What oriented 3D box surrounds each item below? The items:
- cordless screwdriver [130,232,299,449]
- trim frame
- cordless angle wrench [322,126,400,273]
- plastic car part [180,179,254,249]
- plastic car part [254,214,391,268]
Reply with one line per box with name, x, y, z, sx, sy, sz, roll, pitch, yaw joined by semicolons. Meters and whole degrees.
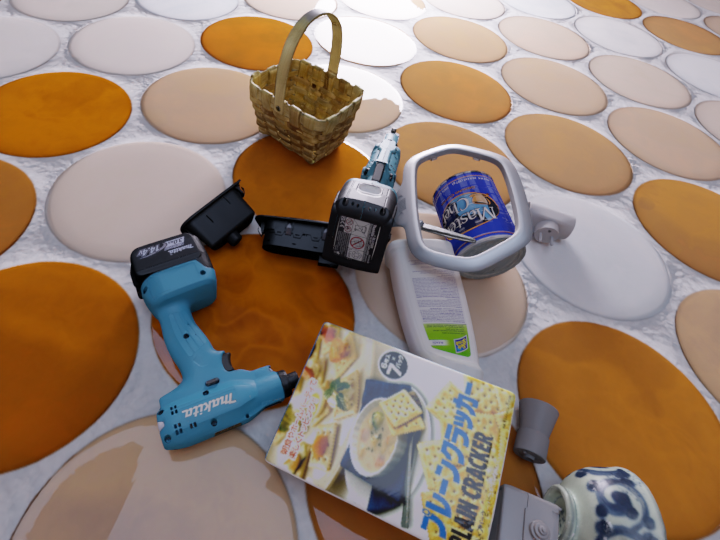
cordless screwdriver;-0.187;0.070;0.524;0.155;0.073;0.259;-17;61;-21
trim frame;0.143;-0.100;0.618;0.187;0.026;0.255;-4;56;9
cordless angle wrench;0.028;-0.147;0.666;0.075;0.096;0.427;14;34;2
plastic car part;-0.206;-0.071;0.642;0.071;0.066;0.116;39;58;1
plastic car part;-0.062;-0.041;0.638;0.203;0.066;0.067;13;78;-1
